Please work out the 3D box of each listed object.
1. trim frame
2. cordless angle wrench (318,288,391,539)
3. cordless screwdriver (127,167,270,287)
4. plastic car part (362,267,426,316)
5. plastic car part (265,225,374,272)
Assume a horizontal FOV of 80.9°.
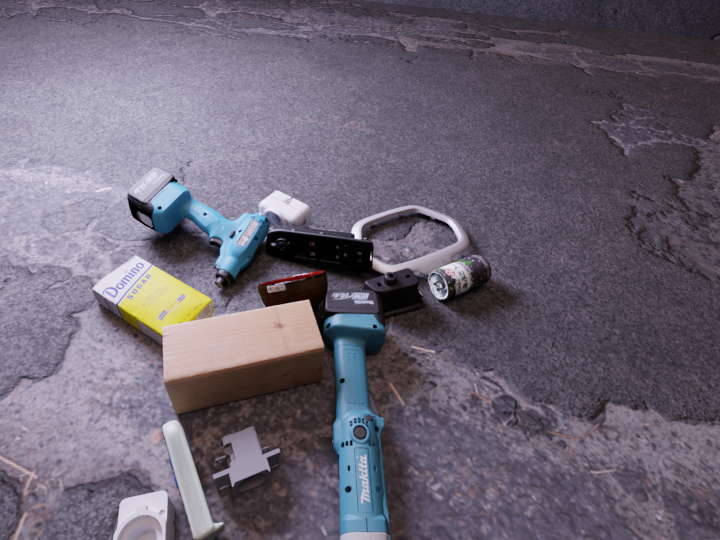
[{"bbox_3d":[0.096,-0.062,0.837,0.242,0.027,0.194,-19,47,-25],"label":"trim frame"},{"bbox_3d":[-0.002,0.214,0.536,0.097,0.072,0.437,0,48,-6],"label":"cordless angle wrench"},{"bbox_3d":[-0.307,-0.077,0.773,0.250,0.073,0.160,24,57,2],"label":"cordless screwdriver"},{"bbox_3d":[0.053,0.031,0.716,0.113,0.069,0.069,-12,46,-21],"label":"plastic car part"},{"bbox_3d":[-0.076,-0.050,0.778,0.207,0.064,0.068,6,39,10],"label":"plastic car part"}]
